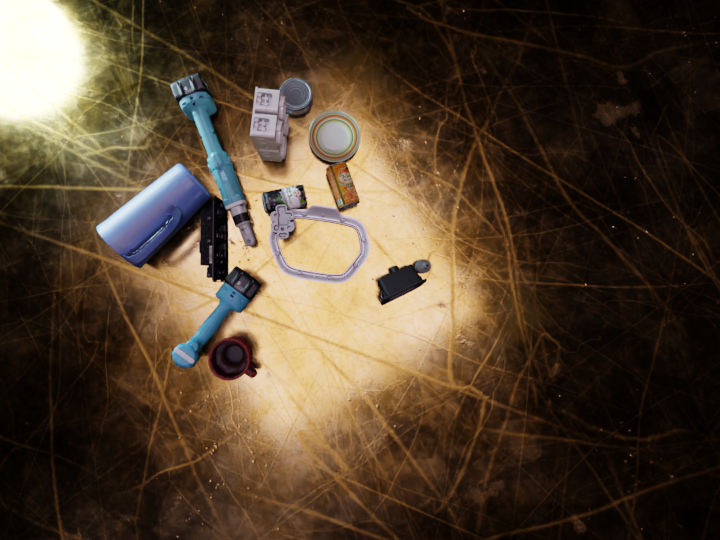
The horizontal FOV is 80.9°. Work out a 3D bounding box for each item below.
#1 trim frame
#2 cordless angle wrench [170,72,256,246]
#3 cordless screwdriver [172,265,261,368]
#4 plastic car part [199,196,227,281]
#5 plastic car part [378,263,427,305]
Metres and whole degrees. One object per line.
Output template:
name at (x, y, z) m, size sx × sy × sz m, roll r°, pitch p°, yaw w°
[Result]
trim frame at (-0.101, -0.066, 1.030) m, size 0.249 × 0.027 × 0.185 m, roll 9°, pitch 84°, yaw 2°
cordless angle wrench at (-0.337, -0.255, 1.016) m, size 0.074 × 0.098 × 0.423 m, roll -21°, pitch 89°, yaw -1°
cordless screwdriver at (-0.332, 0.114, 0.972) m, size 0.074 × 0.160 × 0.248 m, roll 36°, pitch 70°, yaw -6°
plastic car part at (-0.353, -0.075, 1.016) m, size 0.069 × 0.064 × 0.203 m, roll 1°, pitch 86°, yaw 23°
plastic car part at (0.089, 0.025, 1.010) m, size 0.116 × 0.064 × 0.073 m, roll -29°, pitch 74°, yaw -7°
